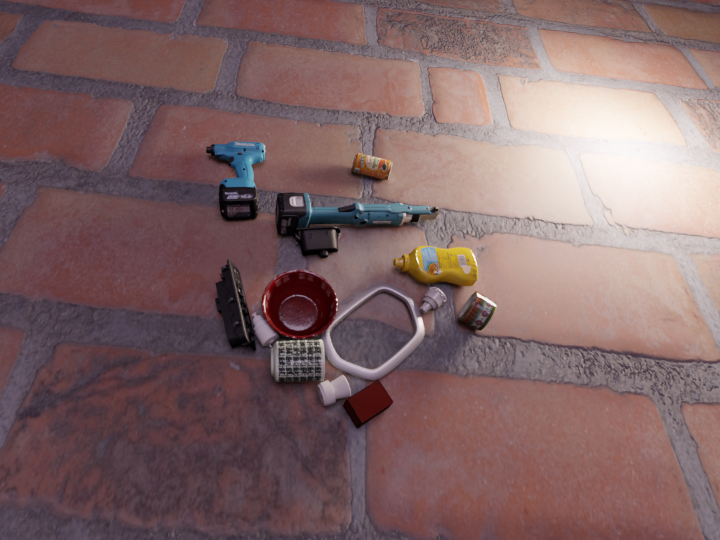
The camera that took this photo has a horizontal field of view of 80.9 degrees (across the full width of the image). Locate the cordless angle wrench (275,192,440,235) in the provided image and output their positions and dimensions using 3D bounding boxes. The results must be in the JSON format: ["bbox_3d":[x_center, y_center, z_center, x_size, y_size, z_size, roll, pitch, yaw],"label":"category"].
[{"bbox_3d":[0.001,-0.142,1.065,0.414,0.096,0.077,-2,58,-13],"label":"cordless angle wrench"}]

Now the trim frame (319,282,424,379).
[{"bbox_3d":[0.027,0.126,0.922,0.244,0.027,0.191,-37,68,-24],"label":"trim frame"}]

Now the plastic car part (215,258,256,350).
[{"bbox_3d":[-0.270,0.079,0.898,0.066,0.064,0.211,-21,62,-10],"label":"plastic car part"}]

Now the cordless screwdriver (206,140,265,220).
[{"bbox_3d":[-0.332,-0.246,1.099,0.157,0.073,0.257,0,53,-7],"label":"cordless screwdriver"}]

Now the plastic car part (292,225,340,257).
[{"bbox_3d":[-0.100,-0.065,1.018,0.114,0.066,0.072,-2,73,-13],"label":"plastic car part"}]
